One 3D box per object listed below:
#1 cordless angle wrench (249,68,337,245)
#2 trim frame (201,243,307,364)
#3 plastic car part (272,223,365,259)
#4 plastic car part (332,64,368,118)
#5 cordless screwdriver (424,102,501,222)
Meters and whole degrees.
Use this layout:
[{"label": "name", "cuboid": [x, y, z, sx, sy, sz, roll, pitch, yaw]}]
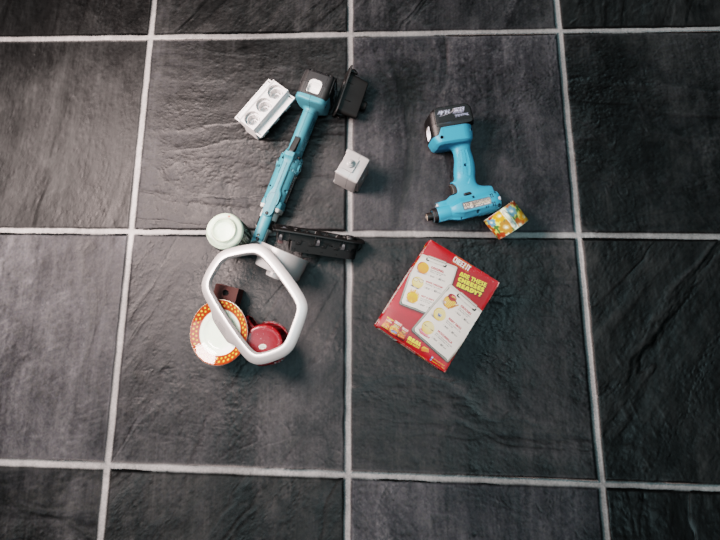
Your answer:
[{"label": "cordless angle wrench", "cuboid": [-0.160, -0.236, 0.945, 0.075, 0.097, 0.423, 20, 86, 2]}, {"label": "trim frame", "cuboid": [-0.211, 0.060, 0.824, 0.184, 0.027, 0.256, -41, 74, 4]}, {"label": "plastic car part", "cuboid": [-0.088, -0.058, 0.903, 0.200, 0.068, 0.067, 4, 95, -10]}, {"label": "plastic car part", "cuboid": [-0.018, -0.400, 0.981, 0.069, 0.067, 0.117, 16, 84, -12]}, {"label": "cordless screwdriver", "cuboid": [0.196, -0.230, 0.931, 0.159, 0.074, 0.251, -14, 84, -1]}]
